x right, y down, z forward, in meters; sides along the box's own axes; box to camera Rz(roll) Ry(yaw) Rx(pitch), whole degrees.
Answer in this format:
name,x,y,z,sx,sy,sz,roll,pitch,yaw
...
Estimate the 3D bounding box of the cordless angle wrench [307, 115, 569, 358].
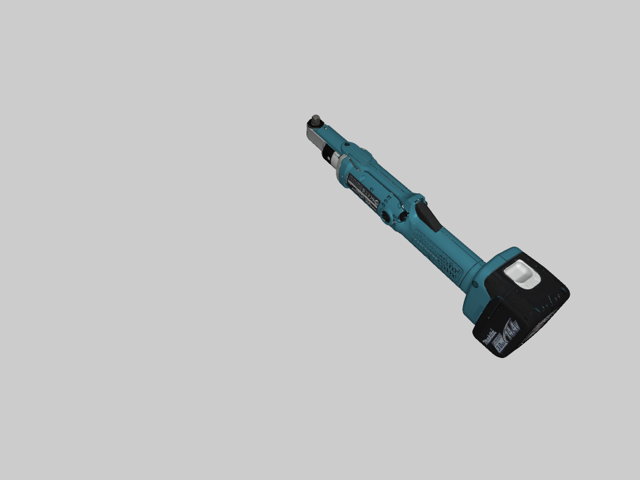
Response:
name,x,y,z,sx,sy,sz,roll,pitch,yaw
cordless angle wrench,0.107,-0.041,0.555,0.074,0.098,0.422,-28,56,-23
